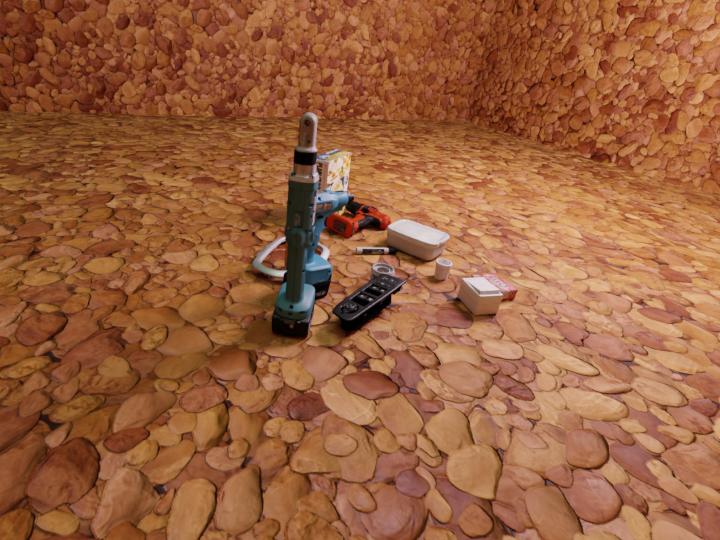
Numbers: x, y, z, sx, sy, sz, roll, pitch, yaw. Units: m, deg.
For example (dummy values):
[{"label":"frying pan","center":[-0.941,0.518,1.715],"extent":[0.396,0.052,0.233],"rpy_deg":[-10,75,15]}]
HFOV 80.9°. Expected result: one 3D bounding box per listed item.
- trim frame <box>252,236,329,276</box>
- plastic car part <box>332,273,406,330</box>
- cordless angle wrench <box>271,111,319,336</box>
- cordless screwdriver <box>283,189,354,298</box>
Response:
[{"label":"trim frame","center":[-0.182,-0.037,1.111],"extent":[0.188,0.027,0.249],"rpy_deg":[11,29,9]},{"label":"plastic car part","center":[0.015,0.070,0.905],"extent":[0.070,0.065,0.197],"rpy_deg":[25,34,31]},{"label":"cordless angle wrench","center":[-0.111,-0.071,0.778],"extent":[0.075,0.414,0.099],"rpy_deg":[9,26,1]},{"label":"cordless screwdriver","center":[-0.092,-0.060,0.941],"extent":[0.153,0.243,0.079],"rpy_deg":[-14,34,-36]}]
